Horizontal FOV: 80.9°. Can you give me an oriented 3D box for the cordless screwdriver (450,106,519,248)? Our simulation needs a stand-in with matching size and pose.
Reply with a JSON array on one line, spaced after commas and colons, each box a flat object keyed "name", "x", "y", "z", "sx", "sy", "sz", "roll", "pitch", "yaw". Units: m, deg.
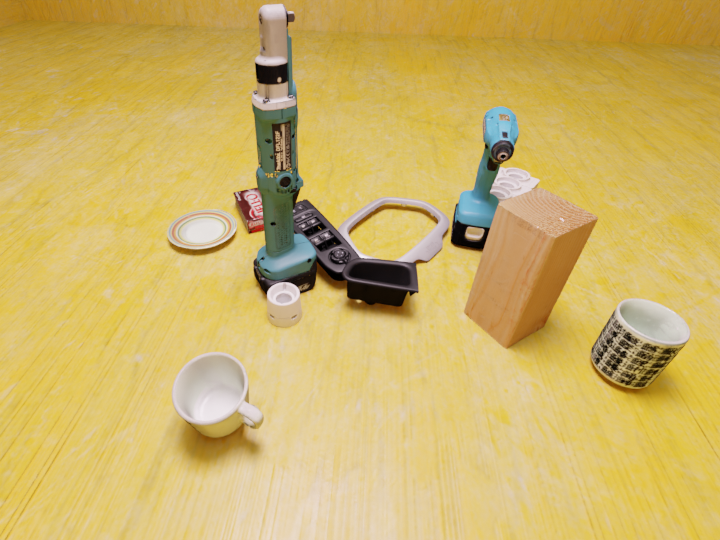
[{"name": "cordless screwdriver", "x": 0.219, "y": -0.144, "z": 0.743, "sx": 0.076, "sy": 0.241, "sz": 0.161, "roll": 11, "pitch": 40, "yaw": 7}]

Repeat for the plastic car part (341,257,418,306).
[{"name": "plastic car part", "x": 0.028, "y": 0.025, "z": 0.674, "sx": 0.117, "sy": 0.069, "sz": 0.067, "roll": 5, "pitch": 40, "yaw": 3}]

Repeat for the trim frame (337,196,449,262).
[{"name": "trim frame", "x": 0.067, "y": -0.078, "z": 0.828, "sx": 0.193, "sy": 0.027, "sz": 0.244, "roll": 27, "pitch": 47, "yaw": 28}]

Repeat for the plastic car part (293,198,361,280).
[{"name": "plastic car part", "x": -0.075, "y": -0.049, "z": 0.762, "sx": 0.064, "sy": 0.065, "sz": 0.215, "roll": -22, "pitch": 45, "yaw": -27}]

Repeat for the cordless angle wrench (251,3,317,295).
[{"name": "cordless angle wrench", "x": -0.115, "y": -0.136, "z": 0.598, "sx": 0.095, "sy": 0.411, "sz": 0.078, "roll": -17, "pitch": 44, "yaw": -24}]
